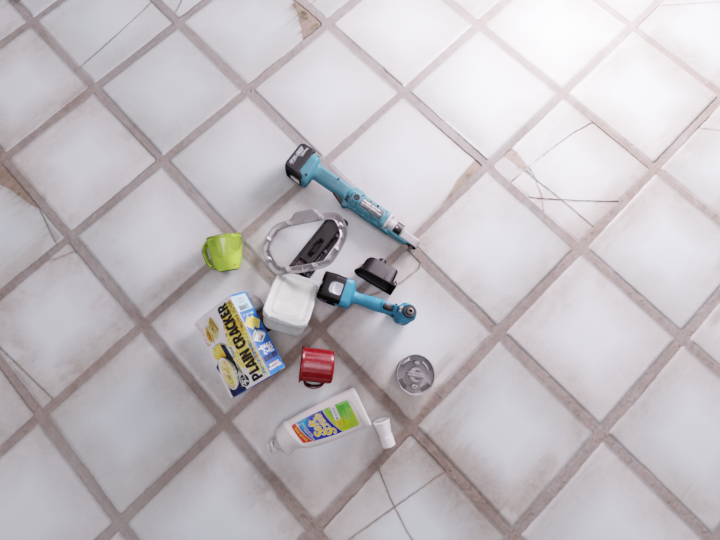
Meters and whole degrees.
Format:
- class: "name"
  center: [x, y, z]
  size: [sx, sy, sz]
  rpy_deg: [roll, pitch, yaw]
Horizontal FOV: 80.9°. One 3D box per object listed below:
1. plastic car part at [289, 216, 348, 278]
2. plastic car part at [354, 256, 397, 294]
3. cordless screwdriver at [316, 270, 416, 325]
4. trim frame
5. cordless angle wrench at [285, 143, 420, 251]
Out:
- class: "plastic car part"
  center: [-0.112, -0.073, 1.144]
  size: [0.068, 0.065, 0.202]
  rpy_deg: [35, 77, 12]
- class: "plastic car part"
  center: [0.051, 0.003, 1.128]
  size: [0.119, 0.065, 0.071]
  rpy_deg: [33, 65, 9]
- class: "cordless screwdriver"
  center: [0.017, 0.074, 1.058]
  size: [0.252, 0.156, 0.075]
  rpy_deg: [19, 79, 5]
- class: "trim frame"
  center: [-0.151, -0.078, 1.114]
  size: [0.256, 0.026, 0.189]
  rpy_deg: [-10, 59, 22]
- class: "cordless angle wrench"
  center: [-0.016, -0.193, 1.165]
  size: [0.428, 0.073, 0.098]
  rpy_deg: [36, 80, 6]
